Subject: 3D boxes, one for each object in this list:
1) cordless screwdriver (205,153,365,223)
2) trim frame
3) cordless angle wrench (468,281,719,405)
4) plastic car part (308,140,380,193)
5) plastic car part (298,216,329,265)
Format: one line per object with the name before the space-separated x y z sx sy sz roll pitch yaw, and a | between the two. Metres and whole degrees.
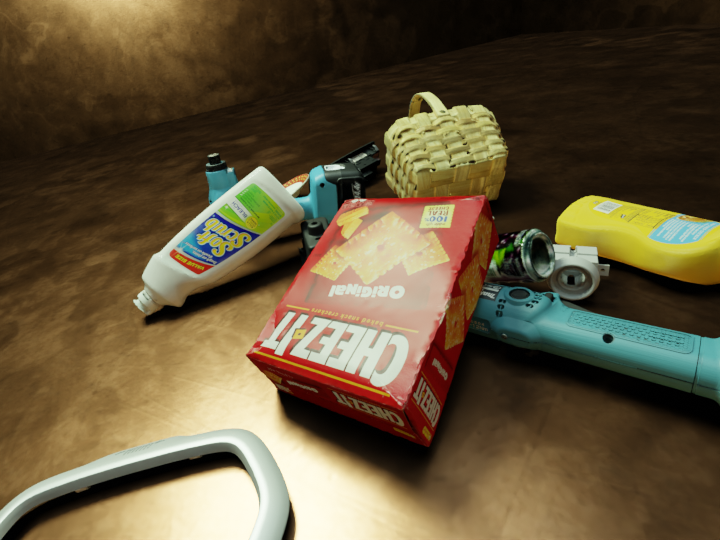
cordless screwdriver | -0.120 -0.128 0.683 0.248 0.154 0.077 -11 26 -2
trim frame | -0.170 0.195 0.296 0.247 0.026 0.192 -17 32 -5
cordless angle wrench | 0.151 0.043 0.394 0.446 0.072 0.096 13 38 39
plastic car part | -0.022 -0.192 0.855 0.198 0.065 0.070 -33 62 -33
plastic car part | -0.058 -0.038 0.597 0.066 0.068 0.121 -15 27 -4
